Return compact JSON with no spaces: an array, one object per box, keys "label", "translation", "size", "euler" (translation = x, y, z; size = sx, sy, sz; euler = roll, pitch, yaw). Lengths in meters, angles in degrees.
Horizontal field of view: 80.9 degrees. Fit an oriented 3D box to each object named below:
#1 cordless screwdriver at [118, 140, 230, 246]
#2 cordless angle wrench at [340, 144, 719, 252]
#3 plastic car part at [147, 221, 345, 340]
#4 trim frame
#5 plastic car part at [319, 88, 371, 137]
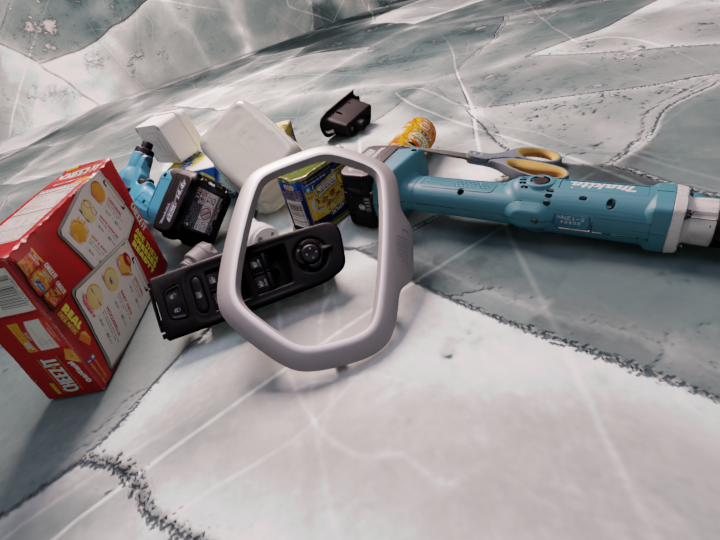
[{"label":"cordless screwdriver","translation":[-0.303,-0.125,0.647],"size":[0.262,0.070,0.160],"euler":[12,81,37]},{"label":"cordless angle wrench","translation":[0.177,-0.068,0.422],"size":[0.445,0.071,0.097],"euler":[14,46,34]},{"label":"plastic car part","translation":[-0.110,0.011,0.447],"size":[0.203,0.065,0.068],"euler":[-21,74,0]},{"label":"trim frame","translation":[-0.040,-0.026,0.413],"size":[0.186,0.027,0.254],"euler":[1,59,4]},{"label":"plastic car part","translation":[-0.019,-0.292,0.820],"size":[0.074,0.063,0.116],"euler":[21,52,23]}]
